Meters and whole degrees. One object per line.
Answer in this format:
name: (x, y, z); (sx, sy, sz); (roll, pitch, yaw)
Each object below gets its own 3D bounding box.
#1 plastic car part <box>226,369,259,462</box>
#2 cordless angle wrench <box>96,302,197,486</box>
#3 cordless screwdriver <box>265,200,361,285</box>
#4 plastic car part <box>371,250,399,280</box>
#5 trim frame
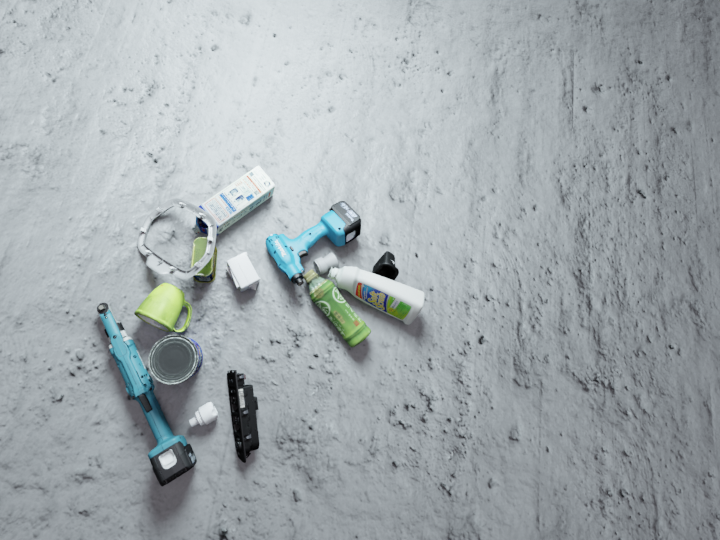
plastic car part: (-0.275, 0.338, 0.996); (0.064, 0.068, 0.206); (5, 72, -40)
cordless angle wrench: (-0.500, 0.261, 0.958); (0.073, 0.097, 0.431); (-28, 78, -19)
cordless screwdriver: (-0.108, -0.071, 1.103); (0.245, 0.072, 0.167); (-29, 61, -15)
plastic car part: (0.064, -0.008, 1.131); (0.065, 0.116, 0.072); (17, 51, -11)
trim frame: (-0.448, -0.080, 1.025); (0.260, 0.026, 0.184); (27, 84, 25)
